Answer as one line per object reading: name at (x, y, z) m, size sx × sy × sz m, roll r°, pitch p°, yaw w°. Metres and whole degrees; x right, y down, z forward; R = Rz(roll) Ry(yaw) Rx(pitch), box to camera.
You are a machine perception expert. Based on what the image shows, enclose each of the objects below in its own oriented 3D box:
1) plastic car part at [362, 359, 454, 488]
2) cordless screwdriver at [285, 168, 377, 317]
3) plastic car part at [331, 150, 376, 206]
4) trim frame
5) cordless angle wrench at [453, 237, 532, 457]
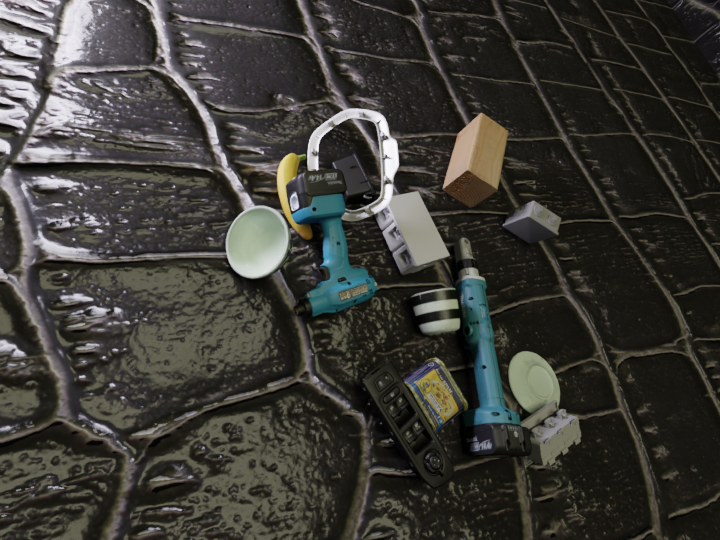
plastic car part at (0.069, 0.254, 0.685) m, size 0.064 × 0.067 × 0.207 m, roll -26°, pitch 75°, yaw -40°
cordless screwdriver at (-0.073, -0.048, 0.745) m, size 0.154 × 0.077 × 0.249 m, roll -17°, pitch 90°, yaw -30°
plastic car part at (-0.025, -0.182, 0.869) m, size 0.070 × 0.065 × 0.120 m, roll -21°, pitch 73°, yaw -17°
trim frame at (-0.018, -0.215, 0.839) m, size 0.188 × 0.026 × 0.253 m, roll -5°, pitch 71°, yaw 13°
cordless angle wrench at (0.226, 0.121, 0.812) m, size 0.072 × 0.098 × 0.434 m, roll 10°, pitch 59°, yaw -19°
